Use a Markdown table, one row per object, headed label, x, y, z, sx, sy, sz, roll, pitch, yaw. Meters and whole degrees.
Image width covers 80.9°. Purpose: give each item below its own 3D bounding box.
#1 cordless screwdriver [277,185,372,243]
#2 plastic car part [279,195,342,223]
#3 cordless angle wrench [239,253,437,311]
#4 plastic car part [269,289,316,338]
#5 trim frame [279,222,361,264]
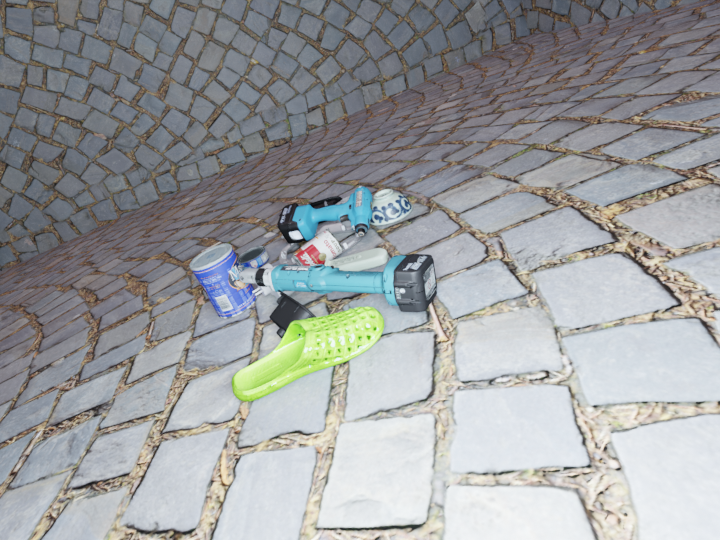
| label | x | y | z | sx | sy | sz | roll | pitch | yaw |
| --- | --- | --- | --- | --- | --- | --- | --- | --- | --- |
| cordless screwdriver | -0.090 | -0.126 | 1.088 | 0.255 | 0.070 | 0.163 | -12 | 45 | 19 |
| plastic car part | -0.140 | -0.166 | 1.267 | 0.205 | 0.063 | 0.069 | -20 | 35 | 7 |
| cordless angle wrench | -0.074 | 0.016 | 0.815 | 0.442 | 0.072 | 0.096 | 1 | 22 | 31 |
| plastic car part | -0.132 | 0.095 | 0.798 | 0.070 | 0.063 | 0.123 | -46 | 35 | -13 |
| trim frame | -0.108 | -0.071 | 1.107 | 0.258 | 0.026 | 0.183 | -8 | 30 | 32 |
